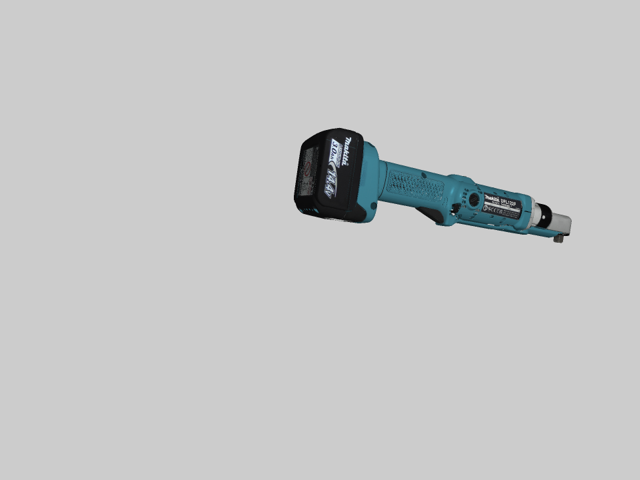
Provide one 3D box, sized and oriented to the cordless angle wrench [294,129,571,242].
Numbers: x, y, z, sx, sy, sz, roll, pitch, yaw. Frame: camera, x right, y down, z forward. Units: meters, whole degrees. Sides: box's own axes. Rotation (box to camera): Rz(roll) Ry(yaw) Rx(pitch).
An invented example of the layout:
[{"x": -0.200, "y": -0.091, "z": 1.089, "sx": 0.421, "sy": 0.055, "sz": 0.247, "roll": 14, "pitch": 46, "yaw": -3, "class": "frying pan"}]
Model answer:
[{"x": 0.177, "y": -0.049, "z": 0.546, "sx": 0.423, "sy": 0.098, "sz": 0.074, "roll": 8, "pitch": 0, "yaw": -24, "class": "cordless angle wrench"}]
